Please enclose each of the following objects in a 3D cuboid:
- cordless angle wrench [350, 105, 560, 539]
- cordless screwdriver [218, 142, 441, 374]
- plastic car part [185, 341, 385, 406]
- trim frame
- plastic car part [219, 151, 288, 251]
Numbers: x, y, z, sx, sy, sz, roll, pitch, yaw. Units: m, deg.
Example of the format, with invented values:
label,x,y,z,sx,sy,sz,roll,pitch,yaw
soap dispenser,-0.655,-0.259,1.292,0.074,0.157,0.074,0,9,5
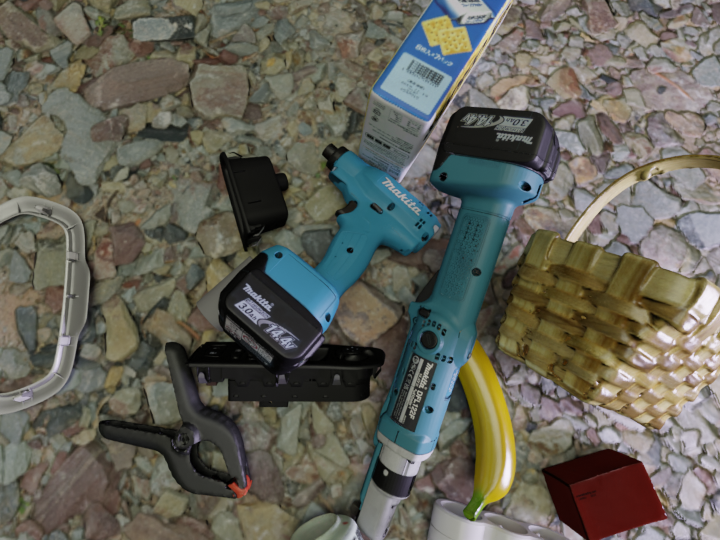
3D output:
label,x,y,z,sx,sy,sz,roll,pitch,yaw
cordless angle wrench,0.074,0.063,0.405,0.103,0.070,0.422,20,95,35
cordless screwdriver,-0.043,-0.028,0.435,0.162,0.074,0.246,42,61,8
plastic car part,-0.073,0.108,0.441,0.203,0.066,0.067,-3,89,0
trim frame,-0.397,0.033,0.482,0.184,0.027,0.252,-2,76,0
plastic car part,-0.117,-0.091,0.490,0.069,0.066,0.119,-12,75,-19
